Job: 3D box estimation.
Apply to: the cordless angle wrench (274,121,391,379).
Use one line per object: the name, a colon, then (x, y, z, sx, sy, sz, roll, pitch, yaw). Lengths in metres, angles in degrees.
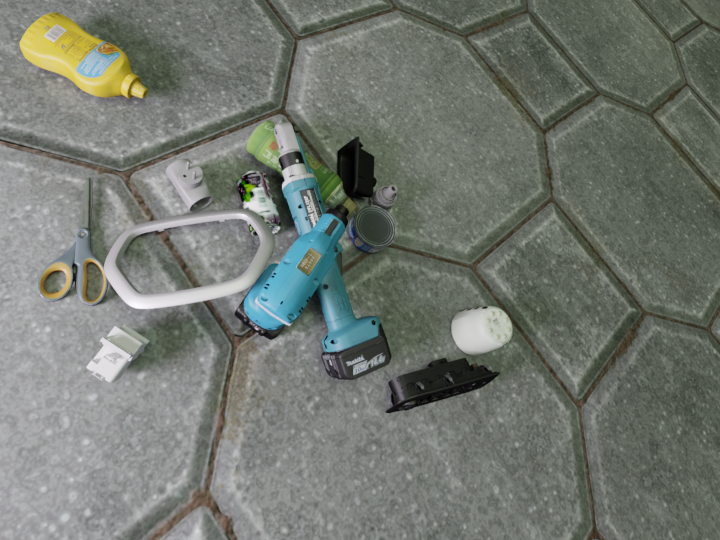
cordless angle wrench: (-0.067, -0.044, 0.682, 0.095, 0.076, 0.427, -15, 83, -27)

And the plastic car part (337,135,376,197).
plastic car part: (-0.001, -0.185, 0.814, 0.067, 0.068, 0.119, 11, 68, -34)

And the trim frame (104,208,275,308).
trim frame: (-0.250, -0.027, 0.629, 0.246, 0.026, 0.192, -12, 53, -8)

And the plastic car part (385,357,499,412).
plastic car part: (0.128, 0.185, 0.701, 0.197, 0.066, 0.069, -12, 66, -25)

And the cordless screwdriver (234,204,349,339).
cordless screwdriver: (-0.095, 0.009, 0.582, 0.073, 0.252, 0.159, 36, 66, -9)
